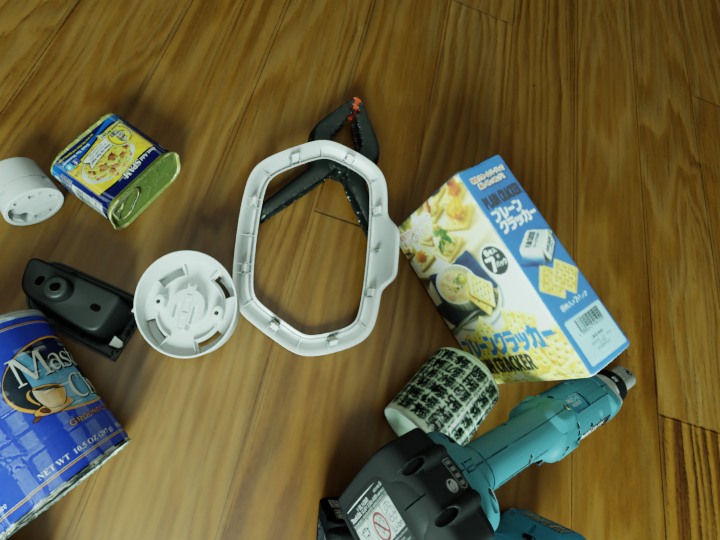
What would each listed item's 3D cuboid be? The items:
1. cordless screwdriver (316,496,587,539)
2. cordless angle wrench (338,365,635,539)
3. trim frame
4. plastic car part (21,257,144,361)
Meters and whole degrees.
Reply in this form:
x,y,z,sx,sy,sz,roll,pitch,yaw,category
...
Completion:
x,y,z,sx,sy,sz,roll,pitch,yaw,category
0.090,0.251,0.358,0.244,0.160,0.075,6,74,-12,cordless screwdriver
0.171,0.149,0.398,0.404,0.097,0.078,-7,45,-39,cordless angle wrench
-0.047,-0.031,0.477,0.181,0.028,0.251,8,79,-11,trim frame
-0.270,0.027,0.400,0.115,0.071,0.066,29,65,-7,plastic car part
